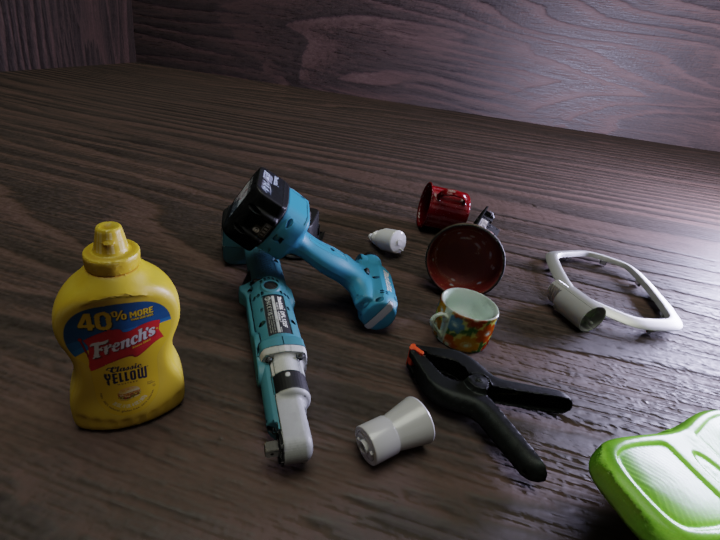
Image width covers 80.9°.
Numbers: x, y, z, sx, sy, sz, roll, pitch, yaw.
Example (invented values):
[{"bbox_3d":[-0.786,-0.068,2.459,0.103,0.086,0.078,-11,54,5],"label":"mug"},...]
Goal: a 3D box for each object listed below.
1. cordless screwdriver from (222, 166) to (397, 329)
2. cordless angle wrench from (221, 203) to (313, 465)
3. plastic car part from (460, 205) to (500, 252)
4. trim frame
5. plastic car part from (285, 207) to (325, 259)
[{"bbox_3d":[-0.056,-0.037,0.572,0.241,0.075,0.163,36,22,-17],"label":"cordless screwdriver"},{"bbox_3d":[-0.116,0.039,0.526,0.095,0.073,0.443,-3,33,-19],"label":"cordless angle wrench"},{"bbox_3d":[0.211,-0.050,0.766,0.068,0.066,0.198,43,36,7],"label":"plastic car part"},{"bbox_3d":[0.414,0.025,0.705,0.187,0.027,0.250,10,28,7],"label":"trim frame"},{"bbox_3d":[-0.097,-0.073,0.722,0.066,0.069,0.118,8,26,0],"label":"plastic car part"}]
